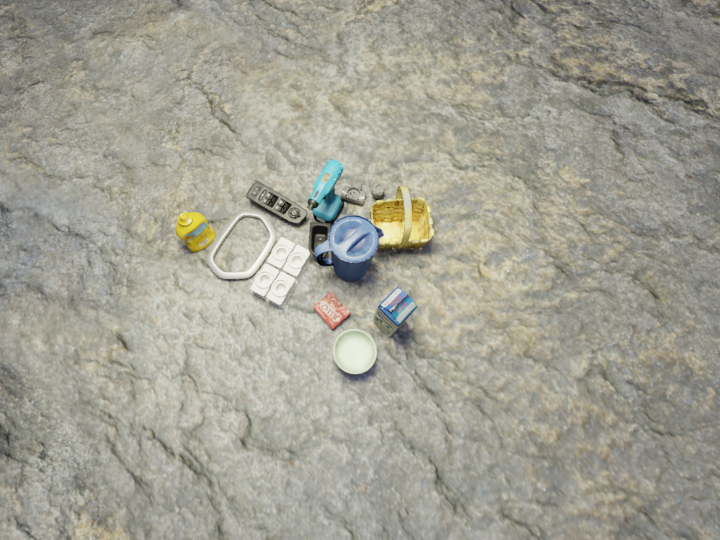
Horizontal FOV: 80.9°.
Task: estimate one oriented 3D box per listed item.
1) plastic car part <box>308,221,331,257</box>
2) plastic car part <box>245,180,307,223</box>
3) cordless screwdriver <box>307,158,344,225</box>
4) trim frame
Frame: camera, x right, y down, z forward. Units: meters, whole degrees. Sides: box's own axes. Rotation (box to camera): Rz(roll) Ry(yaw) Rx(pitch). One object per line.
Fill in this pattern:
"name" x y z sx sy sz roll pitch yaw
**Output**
"plastic car part" -0.127 -0.083 1.302 0.066 0.069 0.118 5 70 0
"plastic car part" -0.265 -0.206 1.353 0.208 0.065 0.066 29 73 11
"cordless screwdriver" -0.108 -0.203 1.253 0.075 0.244 0.159 27 73 5
"trim frame" -0.374 -0.082 1.331 0.188 0.027 0.249 25 72 10
